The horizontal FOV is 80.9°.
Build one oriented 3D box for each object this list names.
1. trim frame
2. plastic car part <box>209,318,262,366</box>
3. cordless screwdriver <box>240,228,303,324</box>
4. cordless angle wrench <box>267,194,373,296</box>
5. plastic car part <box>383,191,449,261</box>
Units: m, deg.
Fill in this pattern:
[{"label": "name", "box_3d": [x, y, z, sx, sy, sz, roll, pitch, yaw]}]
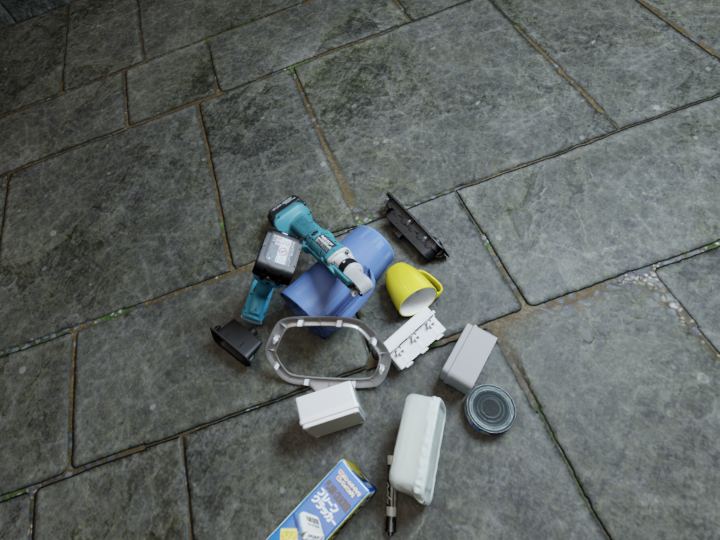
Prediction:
[{"label": "trim frame", "box_3d": [-0.067, 0.166, 0.814, 0.253, 0.179, 0.028, -1, 26, 12]}, {"label": "plastic car part", "box_3d": [-0.260, 0.150, 0.919, 0.121, 0.064, 0.070, 28, 56, 20]}, {"label": "cordless screwdriver", "box_3d": [-0.188, -0.001, 0.887, 0.073, 0.249, 0.162, 21, 55, -13]}, {"label": "cordless angle wrench", "box_3d": [-0.085, -0.056, 0.872, 0.097, 0.071, 0.446, -36, 34, -9]}, {"label": "plastic car part", "box_3d": [0.116, -0.094, 0.964, 0.067, 0.063, 0.213, -43, 61, -2]}]
